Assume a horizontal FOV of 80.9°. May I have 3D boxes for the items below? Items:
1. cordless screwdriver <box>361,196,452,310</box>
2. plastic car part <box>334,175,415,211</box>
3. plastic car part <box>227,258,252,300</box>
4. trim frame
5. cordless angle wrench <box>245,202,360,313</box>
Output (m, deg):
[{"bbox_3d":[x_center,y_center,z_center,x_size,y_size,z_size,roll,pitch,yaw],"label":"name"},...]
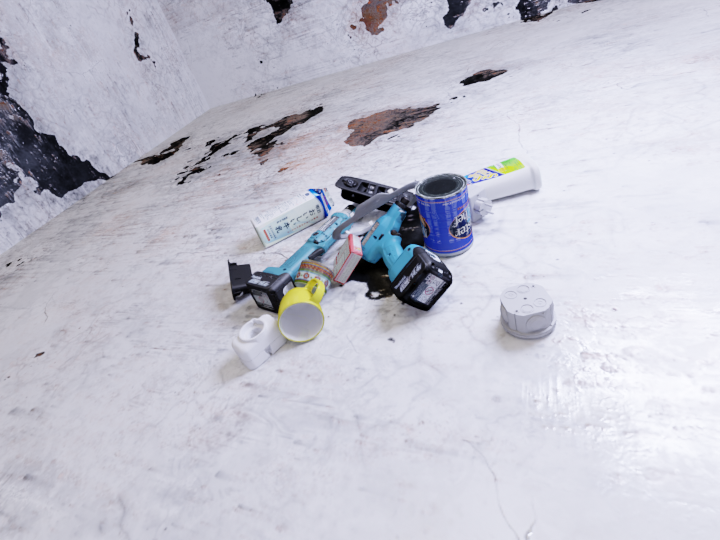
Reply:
[{"bbox_3d":[0.089,-0.044,0.835,0.159,0.071,0.261,-55,32,12],"label":"cordless screwdriver"},{"bbox_3d":[0.032,-0.193,1.089,0.205,0.066,0.067,19,55,4],"label":"plastic car part"},{"bbox_3d":[-0.284,0.023,1.030,0.070,0.064,0.122,-15,35,-15],"label":"plastic car part"},{"bbox_3d":[0.042,-0.136,0.967,0.252,0.028,0.178,-28,-9,14],"label":"trim frame"},{"bbox_3d":[-0.101,-0.066,1.034,0.103,0.071,0.418,9,43,37],"label":"cordless angle wrench"}]
